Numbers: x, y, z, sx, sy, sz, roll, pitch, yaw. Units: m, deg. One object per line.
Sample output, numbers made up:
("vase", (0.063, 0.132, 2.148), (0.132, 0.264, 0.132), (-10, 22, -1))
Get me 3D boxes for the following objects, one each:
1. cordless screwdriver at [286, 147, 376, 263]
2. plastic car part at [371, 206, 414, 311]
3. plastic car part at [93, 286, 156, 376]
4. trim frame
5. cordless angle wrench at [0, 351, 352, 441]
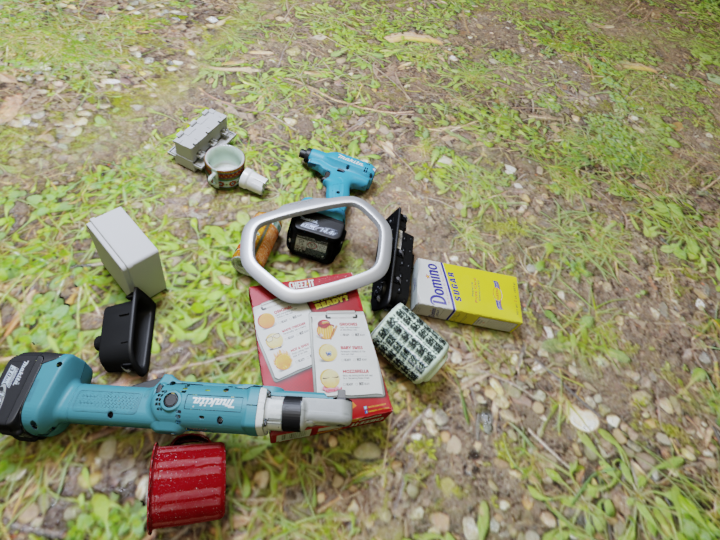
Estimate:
("cordless screwdriver", (-0.075, -0.139, 0.793), (0.160, 0.073, 0.251), (19, 51, 3))
("plastic car part", (0.058, -0.010, 0.736), (0.064, 0.068, 0.206), (32, 50, -22))
("plastic car part", (-0.340, 0.092, 0.602), (0.071, 0.063, 0.120), (-7, 60, 2))
("trim frame", (-0.065, -0.042, 0.663), (0.243, 0.027, 0.191), (-17, 64, -16))
("cordless angle wrench", (-0.222, 0.163, 0.511), (0.426, 0.072, 0.100), (2, 55, 4))
